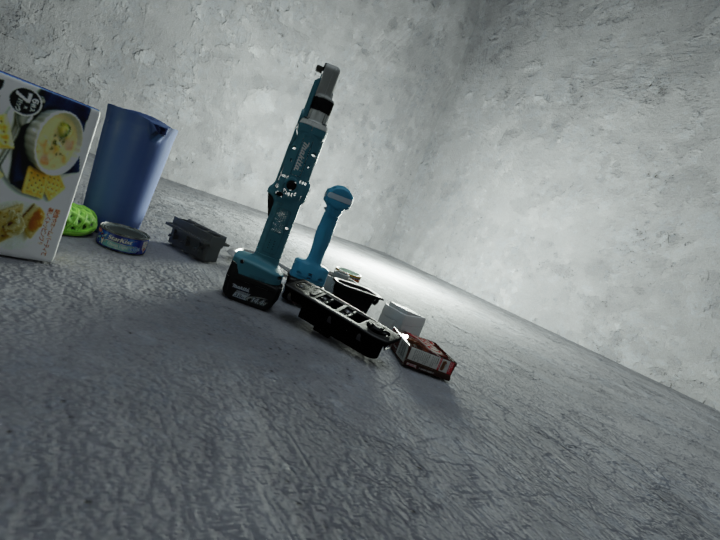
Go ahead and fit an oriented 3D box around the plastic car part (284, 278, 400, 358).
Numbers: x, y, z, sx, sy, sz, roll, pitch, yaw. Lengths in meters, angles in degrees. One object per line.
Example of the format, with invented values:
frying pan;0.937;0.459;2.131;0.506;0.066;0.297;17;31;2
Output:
plastic car part;-0.037;0.083;0.693;0.211;0.067;0.064;24;6;21

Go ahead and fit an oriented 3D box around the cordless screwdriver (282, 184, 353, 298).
cordless screwdriver;-0.085;-0.056;0.868;0.073;0.248;0.162;21;6;-10

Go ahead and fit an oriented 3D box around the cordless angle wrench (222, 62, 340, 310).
cordless angle wrench;-0.120;-0.144;0.721;0.097;0.422;0.075;21;5;-7

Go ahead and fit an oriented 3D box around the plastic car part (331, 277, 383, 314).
plastic car part;-0.023;0.062;0.882;0.111;0.071;0.069;17;8;-34

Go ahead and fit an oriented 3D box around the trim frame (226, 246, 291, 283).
trim frame;-0.211;-0.003;1.009;0.261;0.027;0.176;24;8;27
